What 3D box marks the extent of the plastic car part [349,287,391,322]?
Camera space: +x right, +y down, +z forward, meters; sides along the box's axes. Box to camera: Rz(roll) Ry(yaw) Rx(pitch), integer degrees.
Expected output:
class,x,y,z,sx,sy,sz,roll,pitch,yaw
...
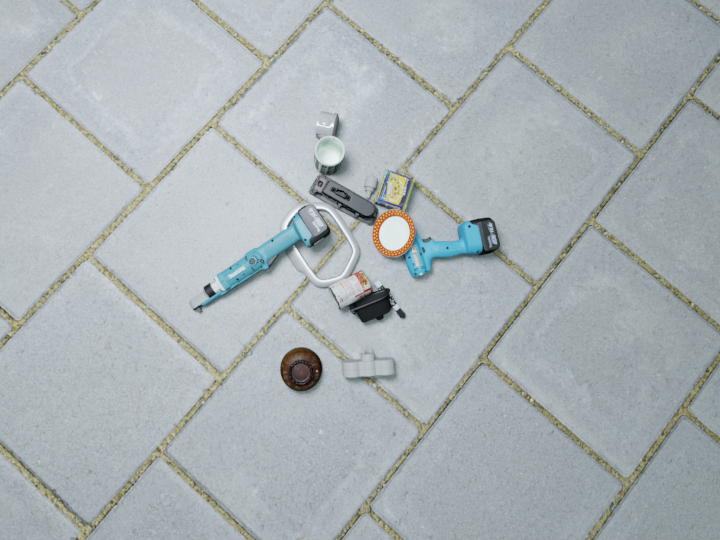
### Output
class,x,y,z,sx,sy,sz,roll,pitch,yaw
plastic car part,0.034,0.100,1.120,0.117,0.067,0.069,-18,108,5

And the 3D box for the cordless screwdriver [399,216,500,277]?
class,x,y,z,sx,sy,sz,roll,pitch,yaw
cordless screwdriver,0.233,-0.090,1.145,0.249,0.074,0.160,-16,85,0

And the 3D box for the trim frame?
class,x,y,z,sx,sy,sz,roll,pitch,yaw
trim frame,-0.113,-0.074,1.157,0.183,0.027,0.250,-33,87,-6

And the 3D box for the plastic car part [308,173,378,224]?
class,x,y,z,sx,sy,sz,roll,pitch,yaw
plastic car part,-0.039,-0.198,1.158,0.203,0.067,0.066,30,77,-1

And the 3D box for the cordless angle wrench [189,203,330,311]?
class,x,y,z,sx,sy,sz,roll,pitch,yaw
cordless angle wrench,-0.276,-0.023,1.116,0.424,0.073,0.099,-33,87,3
